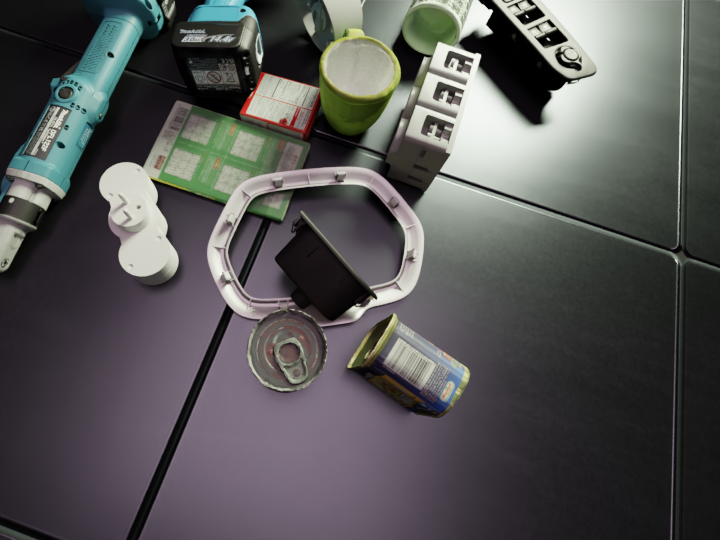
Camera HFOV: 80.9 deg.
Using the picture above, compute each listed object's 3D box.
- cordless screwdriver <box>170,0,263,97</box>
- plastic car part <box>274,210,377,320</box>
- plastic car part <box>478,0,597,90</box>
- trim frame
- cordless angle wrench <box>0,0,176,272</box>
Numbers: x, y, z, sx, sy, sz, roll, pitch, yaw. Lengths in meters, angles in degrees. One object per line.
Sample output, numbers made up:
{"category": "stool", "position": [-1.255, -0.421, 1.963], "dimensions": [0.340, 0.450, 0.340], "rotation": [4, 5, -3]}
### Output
{"category": "cordless screwdriver", "position": [-0.152, -0.338, 0.551], "dimensions": [0.159, 0.072, 0.256], "rotation": [-3, 62, 0]}
{"category": "plastic car part", "position": [-0.044, 0.005, 0.434], "dimensions": [0.071, 0.065, 0.117], "rotation": [-38, 88, 1]}
{"category": "plastic car part", "position": [0.236, -0.328, 0.594], "dimensions": [0.065, 0.066, 0.209], "rotation": [-26, 71, -22]}
{"category": "trim frame", "position": [-0.047, -0.031, 0.478], "dimensions": [0.245, 0.027, 0.187], "rotation": [-6, 78, -9]}
{"category": "cordless angle wrench", "position": [-0.338, -0.196, 0.502], "dimensions": [0.098, 0.073, 0.427], "rotation": [14, 72, -2]}
